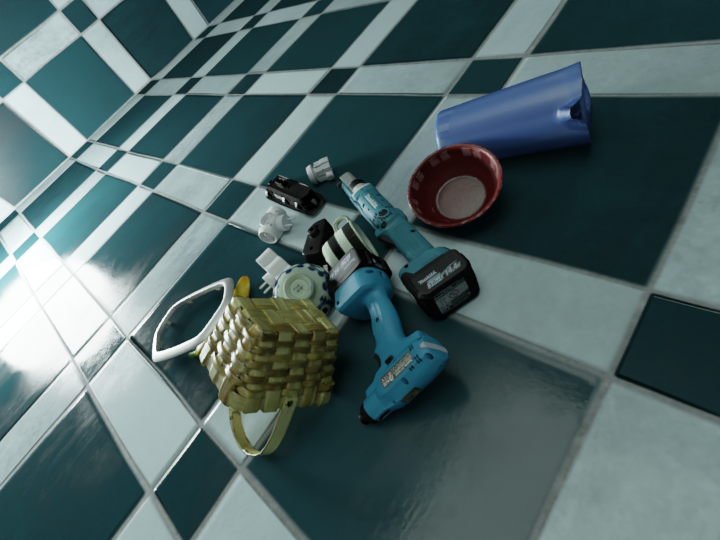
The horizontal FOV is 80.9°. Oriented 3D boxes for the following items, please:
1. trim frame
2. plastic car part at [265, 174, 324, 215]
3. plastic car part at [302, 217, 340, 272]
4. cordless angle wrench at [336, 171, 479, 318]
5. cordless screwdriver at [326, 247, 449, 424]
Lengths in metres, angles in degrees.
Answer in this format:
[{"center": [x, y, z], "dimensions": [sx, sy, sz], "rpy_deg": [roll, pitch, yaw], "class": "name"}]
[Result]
[{"center": [-0.350, 0.099, 0.881], "dimensions": [0.255, 0.026, 0.189], "rpy_deg": [-25, 40, 29], "class": "trim frame"}, {"center": [-0.162, -0.187, 1.001], "dimensions": [0.066, 0.064, 0.215], "rpy_deg": [-44, 46, -17], "class": "plastic car part"}, {"center": [-0.081, -0.053, 0.832], "dimensions": [0.068, 0.067, 0.119], "rpy_deg": [-8, 54, 25], "class": "plastic car part"}, {"center": [0.051, -0.087, 0.779], "dimensions": [0.098, 0.070, 0.446], "rpy_deg": [-36, 42, 2], "class": "cordless angle wrench"}, {"center": [0.016, 0.091, 0.644], "dimensions": [0.159, 0.070, 0.261], "rpy_deg": [-52, 39, 21], "class": "cordless screwdriver"}]
